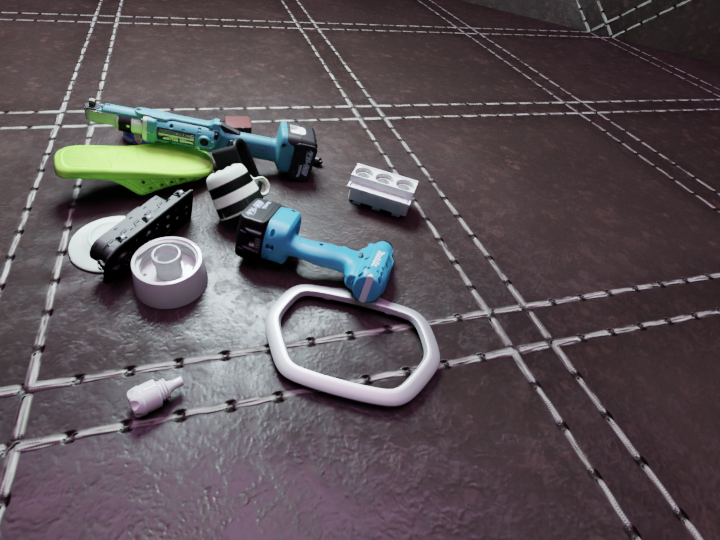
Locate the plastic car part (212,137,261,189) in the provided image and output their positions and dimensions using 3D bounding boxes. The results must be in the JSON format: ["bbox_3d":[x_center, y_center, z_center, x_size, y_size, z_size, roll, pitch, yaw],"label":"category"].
[{"bbox_3d":[-0.239,-0.192,0.797,0.072,0.111,0.068,-9,43,12],"label":"plastic car part"}]

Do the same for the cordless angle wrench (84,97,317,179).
[{"bbox_3d":[-0.296,-0.260,0.811,0.412,0.097,0.077,7,44,-16],"label":"cordless angle wrench"}]

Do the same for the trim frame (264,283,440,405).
[{"bbox_3d":[-0.013,0.094,0.593,0.251,0.027,0.187,10,45,5],"label":"trim frame"}]

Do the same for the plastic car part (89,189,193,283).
[{"bbox_3d":[-0.341,-0.065,0.660,0.067,0.066,0.204,28,43,-5],"label":"plastic car part"}]

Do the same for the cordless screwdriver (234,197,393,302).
[{"bbox_3d":[-0.067,-0.044,0.688,0.253,0.073,0.159,20,31,8],"label":"cordless screwdriver"}]
